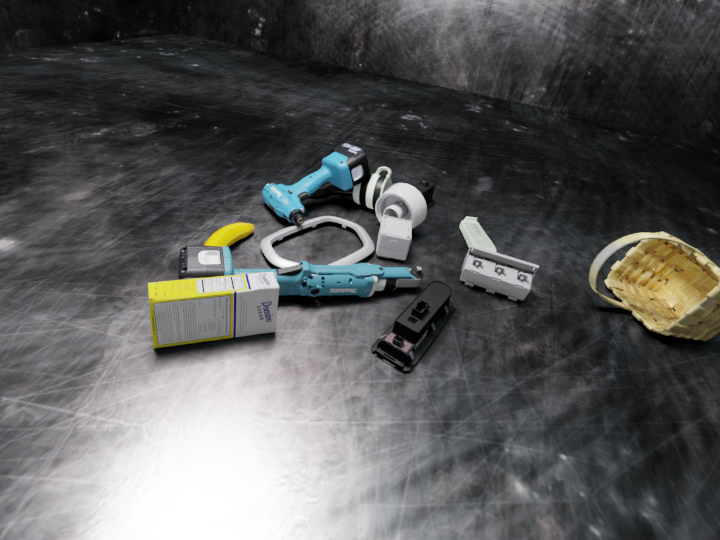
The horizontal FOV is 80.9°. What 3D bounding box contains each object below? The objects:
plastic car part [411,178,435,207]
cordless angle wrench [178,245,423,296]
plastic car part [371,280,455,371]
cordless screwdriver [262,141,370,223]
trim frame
[{"bbox_3d":[0.151,-0.195,1.070,0.069,0.069,0.114,29,42,23],"label":"plastic car part"},{"bbox_3d":[-0.083,0.015,0.711,0.410,0.096,0.078,0,43,-20],"label":"cordless angle wrench"},{"bbox_3d":[0.096,0.073,0.684,0.069,0.065,0.198,20,33,27],"label":"plastic car part"},{"bbox_3d":[-0.087,-0.193,0.956,0.245,0.071,0.168,-32,43,-15],"label":"cordless screwdriver"},{"bbox_3d":[-0.084,-0.055,0.858,0.194,0.027,0.241,33,43,30],"label":"trim frame"}]
